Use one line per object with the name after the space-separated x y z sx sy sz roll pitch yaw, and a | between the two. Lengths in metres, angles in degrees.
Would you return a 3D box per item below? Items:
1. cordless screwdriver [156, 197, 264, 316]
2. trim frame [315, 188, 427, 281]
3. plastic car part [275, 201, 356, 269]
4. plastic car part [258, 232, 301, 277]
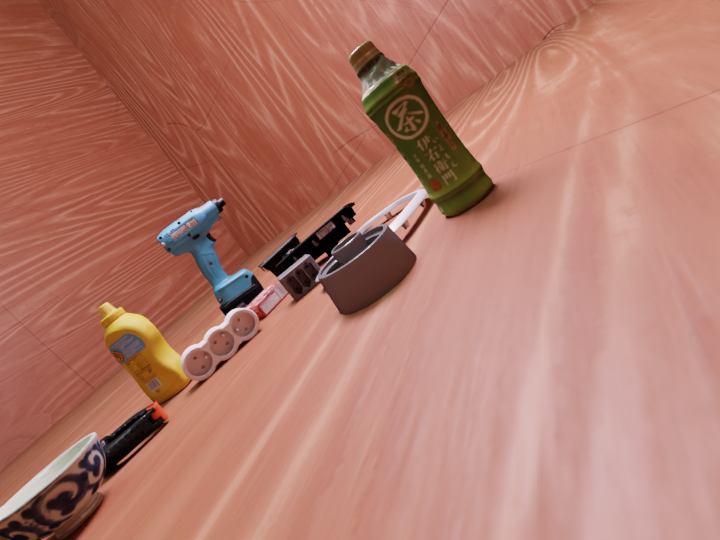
-0.291 -0.024 0.903 0.158 0.245 0.076 -41 8 -17 | cordless screwdriver
0.021 -0.056 0.655 0.189 0.027 0.246 -28 17 39 | trim frame
-0.082 -0.053 0.835 0.206 0.066 0.066 -33 11 24 | plastic car part
-0.165 -0.024 0.952 0.116 0.070 0.067 -41 10 -12 | plastic car part
